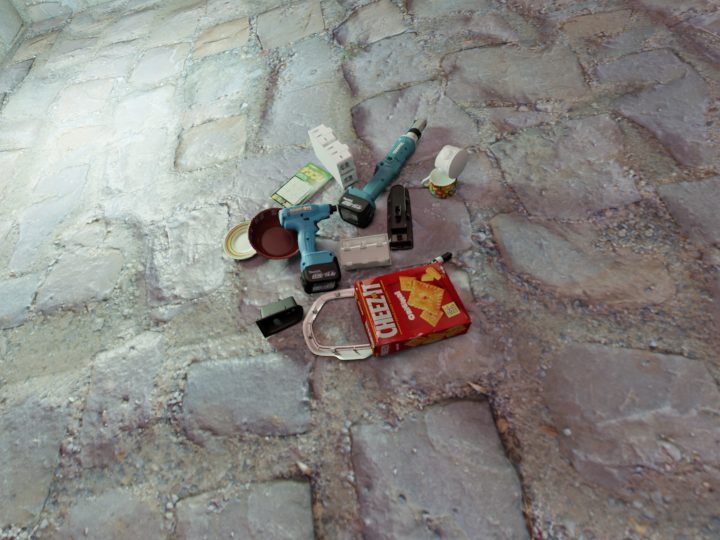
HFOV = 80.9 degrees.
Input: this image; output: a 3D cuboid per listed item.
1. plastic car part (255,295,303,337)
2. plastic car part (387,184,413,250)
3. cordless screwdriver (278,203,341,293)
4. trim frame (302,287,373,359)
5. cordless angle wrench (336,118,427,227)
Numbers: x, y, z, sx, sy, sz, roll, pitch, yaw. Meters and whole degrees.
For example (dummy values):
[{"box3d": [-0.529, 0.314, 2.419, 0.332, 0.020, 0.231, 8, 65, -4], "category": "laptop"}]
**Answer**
[{"box3d": [-0.202, 0.104, 1.048, 0.116, 0.063, 0.075, -26, 41, -7], "category": "plastic car part"}, {"box3d": [0.100, -0.152, 1.127, 0.068, 0.064, 0.208, -9, 53, 16], "category": "plastic car part"}, {"box3d": [-0.107, -0.070, 1.098, 0.156, 0.073, 0.258, -13, 62, -15], "category": "cordless screwdriver"}, {"box3d": [-0.017, 0.122, 0.999, 0.253, 0.026, 0.189, -6, 57, 10], "category": "trim frame"}, {"box3d": [0.085, -0.304, 1.225, 0.103, 0.071, 0.422, 24, 64, 26], "category": "cordless angle wrench"}]
